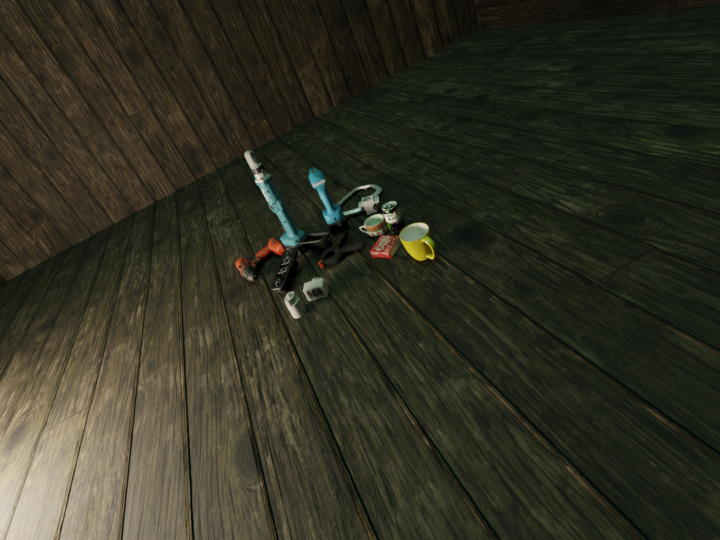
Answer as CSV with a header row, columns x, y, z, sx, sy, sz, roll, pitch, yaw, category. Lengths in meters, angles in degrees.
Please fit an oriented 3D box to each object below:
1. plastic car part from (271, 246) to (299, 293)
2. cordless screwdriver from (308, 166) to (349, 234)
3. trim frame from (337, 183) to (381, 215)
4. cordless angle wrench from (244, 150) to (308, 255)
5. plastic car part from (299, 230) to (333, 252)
x,y,z,sx,sy,sz,roll,pitch,yaw,category
-0.255,0.007,1.453,0.068,0.064,0.206,-13,35,20,plastic car part
-0.129,-0.269,1.588,0.074,0.238,0.166,-25,31,0,cordless screwdriver
-0.018,-0.288,1.734,0.194,0.026,0.246,8,46,41,trim frame
-0.303,-0.240,1.516,0.103,0.405,0.073,8,43,43,cordless angle wrench
-0.149,-0.097,1.521,0.122,0.068,0.066,-1,39,34,plastic car part
